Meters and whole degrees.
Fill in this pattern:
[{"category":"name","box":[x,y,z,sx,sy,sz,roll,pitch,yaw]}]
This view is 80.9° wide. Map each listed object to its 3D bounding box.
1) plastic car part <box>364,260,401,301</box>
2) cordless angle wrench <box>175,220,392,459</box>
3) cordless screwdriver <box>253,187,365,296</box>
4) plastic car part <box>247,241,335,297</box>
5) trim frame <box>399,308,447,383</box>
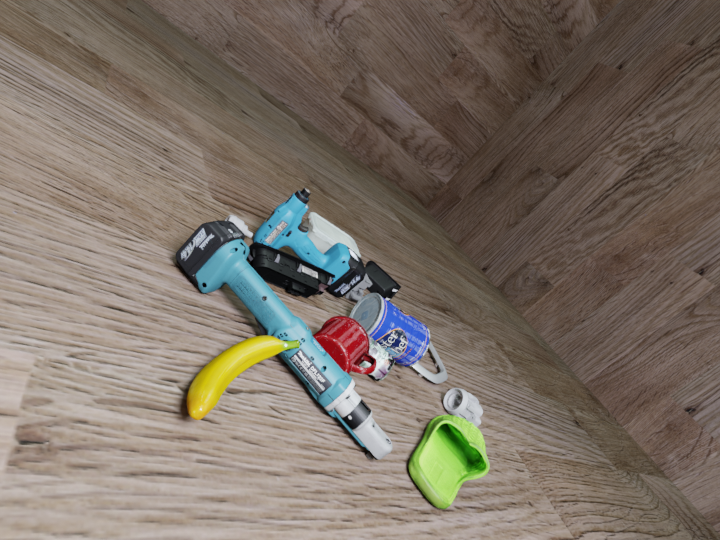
[{"category":"plastic car part","box":[0.038,0.033,1.139,0.120,0.066,0.069,44,32,17]},{"category":"cordless angle wrench","box":[-0.104,0.103,0.630,0.429,0.098,0.073,47,16,7]},{"category":"cordless screwdriver","box":[-0.090,-0.059,0.916,0.238,0.160,0.077,36,20,-25]},{"category":"plastic car part","box":[-0.142,0.009,0.825,0.192,0.068,0.069,31,47,-34]},{"category":"trim frame","box":[0.126,0.174,1.032,0.175,0.028,0.260,30,23,-33]}]
